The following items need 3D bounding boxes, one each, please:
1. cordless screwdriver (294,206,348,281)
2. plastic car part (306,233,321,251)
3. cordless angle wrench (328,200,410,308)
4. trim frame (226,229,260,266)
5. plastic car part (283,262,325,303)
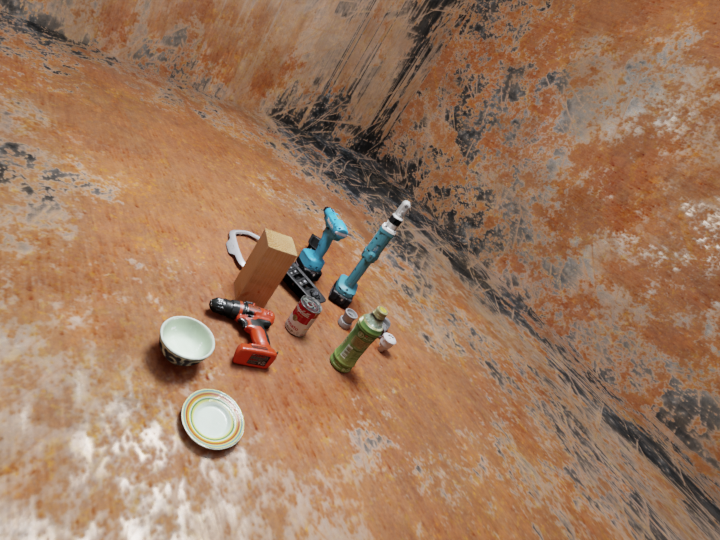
[{"bbox_3d":[-0.143,-0.093,1.462,0.070,0.249,0.167,17,30,-36],"label":"cordless screwdriver"},{"bbox_3d":[-0.183,-0.082,1.608,0.066,0.071,0.117,33,24,-5],"label":"plastic car part"},{"bbox_3d":[0.035,-0.055,1.395,0.073,0.423,0.099,33,24,-8],"label":"cordless angle wrench"},{"bbox_3d":[-0.357,-0.061,1.411,0.175,0.027,0.261,14,31,-36],"label":"trim frame"},{"bbox_3d":[-0.199,0.045,1.357,0.210,0.067,0.064,42,25,18],"label":"plastic car part"}]
